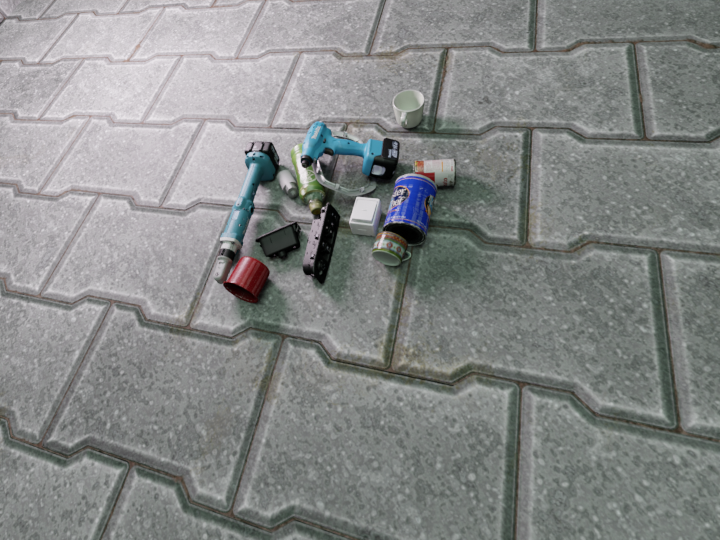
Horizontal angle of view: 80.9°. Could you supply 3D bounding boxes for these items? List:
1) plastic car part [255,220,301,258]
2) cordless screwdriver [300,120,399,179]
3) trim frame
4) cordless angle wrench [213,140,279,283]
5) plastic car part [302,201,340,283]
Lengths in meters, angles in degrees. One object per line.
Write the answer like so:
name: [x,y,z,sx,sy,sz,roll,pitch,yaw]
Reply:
plastic car part: [-0.200,-0.068,1.074,0.117,0.064,0.073,-25,74,2]
cordless screwdriver: [-0.029,-0.298,1.097,0.250,0.073,0.161,15,54,2]
trim frame: [-0.045,-0.298,1.149,0.180,0.027,0.258,-3,55,-16]
cordless angle wrench: [-0.309,-0.160,1.118,0.076,0.094,0.430,3,61,14]
plastic car part: [-0.102,-0.067,1.043,0.069,0.063,0.207,-5,60,20]
